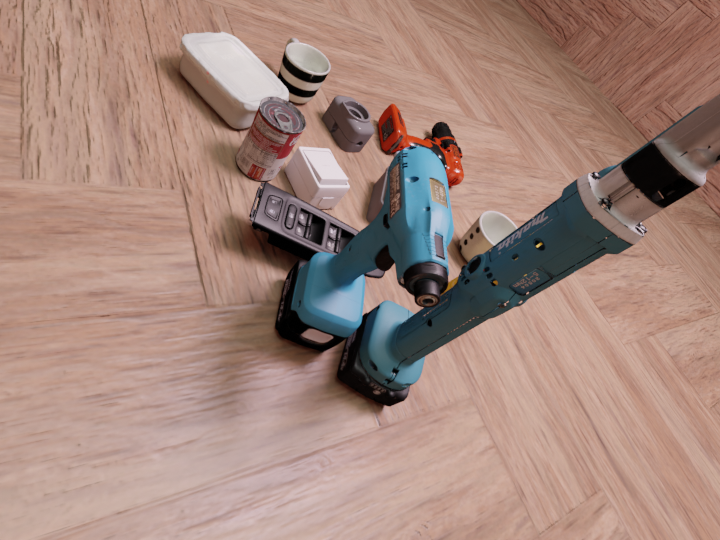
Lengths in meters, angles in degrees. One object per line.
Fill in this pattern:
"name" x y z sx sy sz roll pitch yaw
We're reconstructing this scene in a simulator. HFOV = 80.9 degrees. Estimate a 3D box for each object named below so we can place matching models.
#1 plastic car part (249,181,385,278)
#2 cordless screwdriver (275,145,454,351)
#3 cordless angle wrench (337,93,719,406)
"plastic car part" -0.054 -0.035 0.553 0.196 0.067 0.068 22 47 -19
"cordless screwdriver" -0.003 0.011 0.416 0.072 0.251 0.163 24 47 -22
"cordless angle wrench" 0.120 0.008 0.375 0.073 0.427 0.099 33 44 -14
